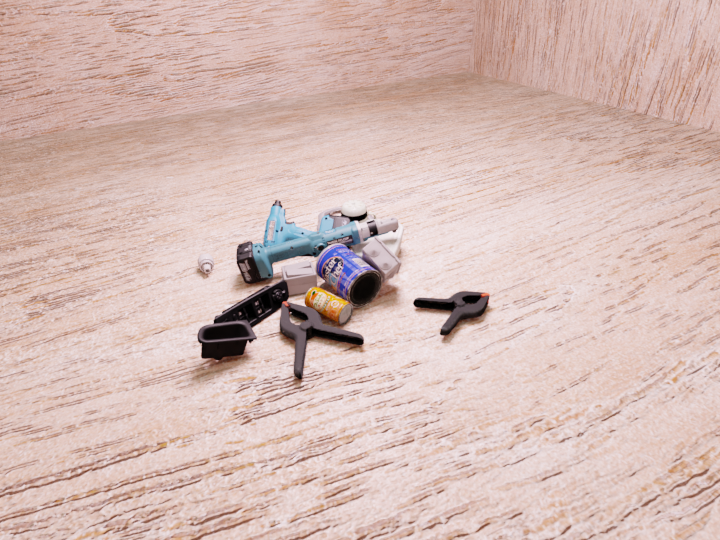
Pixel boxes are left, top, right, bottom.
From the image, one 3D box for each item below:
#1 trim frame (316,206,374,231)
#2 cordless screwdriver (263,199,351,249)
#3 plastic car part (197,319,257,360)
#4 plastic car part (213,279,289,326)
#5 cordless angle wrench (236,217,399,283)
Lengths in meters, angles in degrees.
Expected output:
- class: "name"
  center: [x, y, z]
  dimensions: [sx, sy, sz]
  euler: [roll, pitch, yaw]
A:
- class: "trim frame"
  center: [-0.042, -0.139, 1.306]
  dimensions: [0.181, 0.027, 0.260]
  euler: [-11, 37, -11]
- class: "cordless screwdriver"
  center: [-0.149, -0.125, 1.201]
  dimensions: [0.253, 0.072, 0.162]
  euler: [2, 70, 10]
- class: "plastic car part"
  center: [-0.283, 0.151, 0.874]
  dimensions: [0.112, 0.070, 0.070]
  euler: [-5, 30, -32]
- class: "plastic car part"
  center: [-0.252, 0.088, 0.979]
  dimensions: [0.198, 0.065, 0.070]
  euler: [-32, 18, -32]
- class: "cordless angle wrench"
  center: [-0.107, -0.070, 1.092]
  dimensions: [0.423, 0.094, 0.077]
  euler: [-15, 37, 0]
